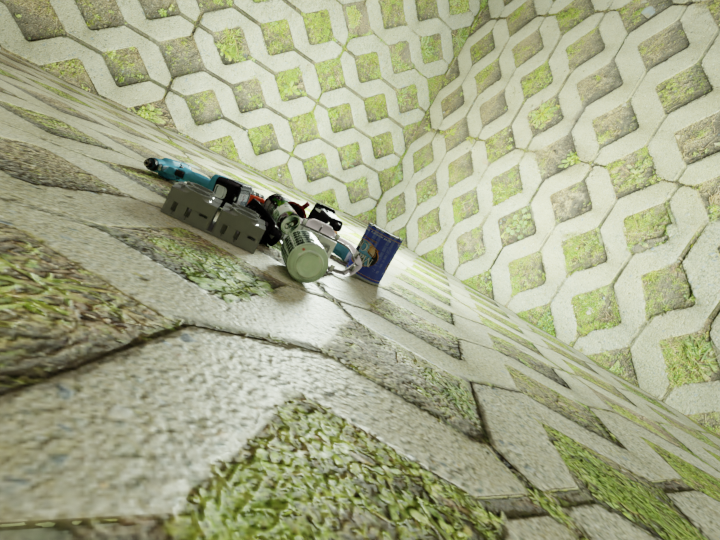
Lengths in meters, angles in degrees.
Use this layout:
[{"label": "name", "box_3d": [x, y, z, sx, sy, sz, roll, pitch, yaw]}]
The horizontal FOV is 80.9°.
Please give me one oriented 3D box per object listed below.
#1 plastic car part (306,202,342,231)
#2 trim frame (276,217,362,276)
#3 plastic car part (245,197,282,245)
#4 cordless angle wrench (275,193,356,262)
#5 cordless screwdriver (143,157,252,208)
[{"label": "plastic car part", "box_3d": [-0.090, -0.142, 1.217, 0.075, 0.066, 0.110, 42, 17, 32]}, {"label": "trim frame", "box_3d": [-0.102, -0.067, 1.047, 0.243, 0.027, 0.189, 23, 31, -12]}, {"label": "plastic car part", "box_3d": [-0.233, -0.106, 0.988, 0.064, 0.066, 0.213, 53, -7, -31]}, {"label": "cordless angle wrench", "box_3d": [-0.109, -0.101, 1.289, 0.442, 0.074, 0.094, 34, 11, 24]}, {"label": "cordless screwdriver", "box_3d": [-0.409, -0.224, 1.064, 0.256, 0.074, 0.155, 24, 8, 14]}]
